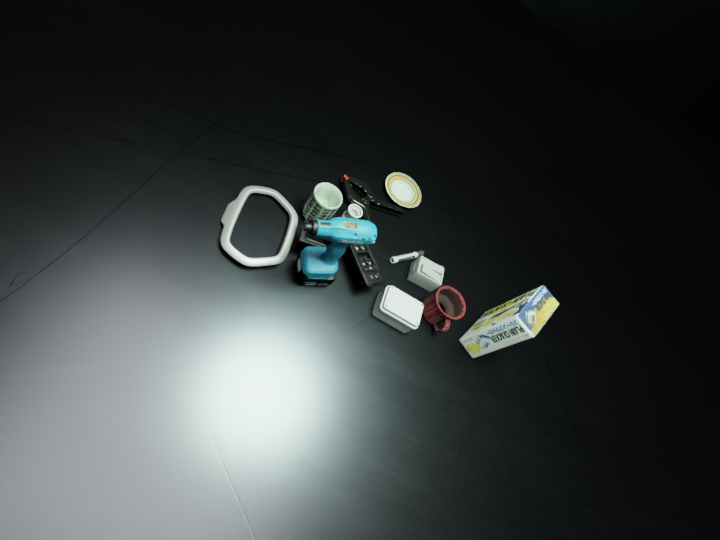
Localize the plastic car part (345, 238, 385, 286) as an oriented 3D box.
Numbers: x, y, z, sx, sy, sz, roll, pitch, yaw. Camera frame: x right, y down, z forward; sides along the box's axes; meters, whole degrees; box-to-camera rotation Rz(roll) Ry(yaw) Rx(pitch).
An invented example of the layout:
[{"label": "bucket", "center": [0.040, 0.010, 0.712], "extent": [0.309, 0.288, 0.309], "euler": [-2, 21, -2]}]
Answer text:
[{"label": "plastic car part", "center": [-0.007, -0.043, 1.115], "extent": [0.064, 0.067, 0.209], "euler": [-8, 67, -31]}]

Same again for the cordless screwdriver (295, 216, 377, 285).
[{"label": "cordless screwdriver", "center": [-0.089, -0.044, 0.962], "extent": [0.153, 0.251, 0.076], "euler": [5, 64, -27]}]

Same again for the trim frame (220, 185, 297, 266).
[{"label": "trim frame", "center": [-0.253, -0.114, 1.062], "extent": [0.180, 0.028, 0.253], "euler": [21, 55, -14]}]

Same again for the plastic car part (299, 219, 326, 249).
[{"label": "plastic car part", "center": [-0.106, -0.069, 1.080], "extent": [0.113, 0.071, 0.067], "euler": [21, 56, -16]}]
